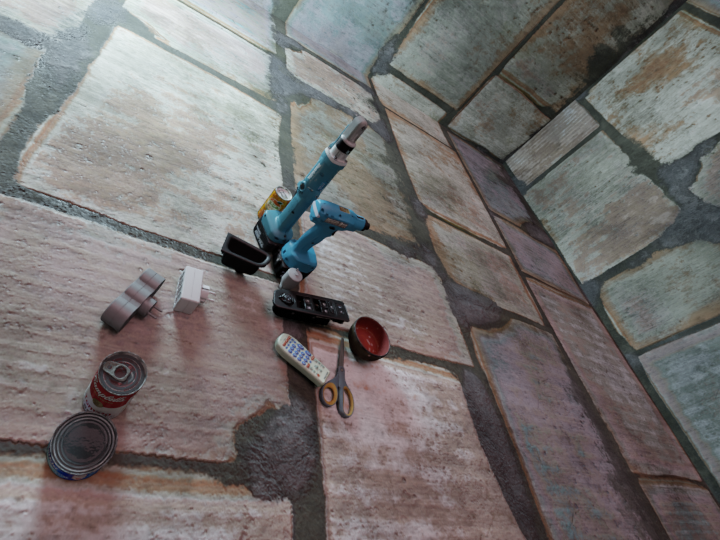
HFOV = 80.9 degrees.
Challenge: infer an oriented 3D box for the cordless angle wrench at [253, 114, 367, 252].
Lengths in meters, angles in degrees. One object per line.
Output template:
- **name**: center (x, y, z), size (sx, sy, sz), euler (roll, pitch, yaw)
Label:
- **cordless angle wrench**: center (-0.120, -0.198, 1.012), size (0.071, 0.427, 0.102), euler (3, 54, -45)

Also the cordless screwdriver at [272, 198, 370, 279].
- **cordless screwdriver**: center (-0.102, -0.067, 1.044), size (0.151, 0.251, 0.077), euler (16, 45, -36)

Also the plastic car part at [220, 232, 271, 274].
- **plastic car part**: center (-0.277, -0.025, 0.985), size (0.112, 0.071, 0.068), euler (30, 37, -20)

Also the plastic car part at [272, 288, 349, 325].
- **plastic car part**: center (-0.127, 0.092, 1.010), size (0.193, 0.068, 0.069), euler (18, 42, -31)
